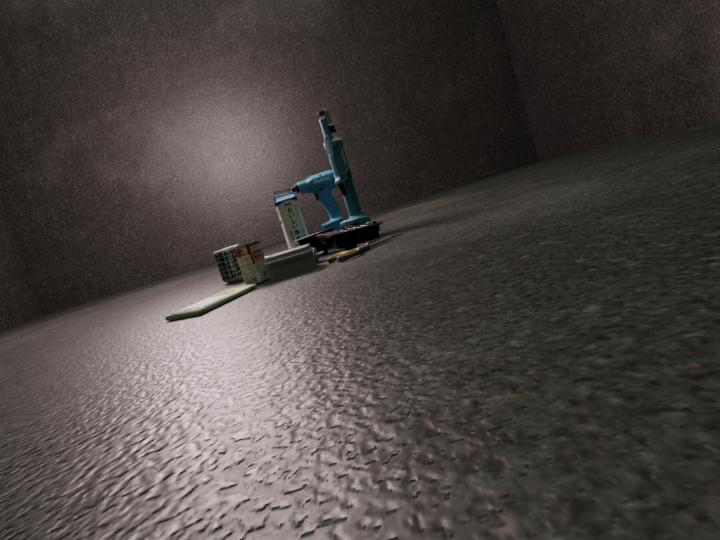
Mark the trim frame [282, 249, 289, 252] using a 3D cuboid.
[{"bbox_3d":[-0.199,-0.064,1.440,0.184,0.027,0.251,-17,9,0],"label":"trim frame"}]

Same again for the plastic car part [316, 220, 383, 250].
[{"bbox_3d":[-0.016,-0.094,1.150,0.197,0.066,0.069,-23,9,-34],"label":"plastic car part"}]

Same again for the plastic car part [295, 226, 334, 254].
[{"bbox_3d":[-0.123,-0.080,1.254,0.121,0.070,0.064,-13,8,31],"label":"plastic car part"}]

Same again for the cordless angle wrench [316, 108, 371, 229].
[{"bbox_3d":[-0.056,-0.294,1.308,0.077,0.420,0.095,-13,5,40],"label":"cordless angle wrench"}]

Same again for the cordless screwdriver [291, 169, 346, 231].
[{"bbox_3d":[-0.126,-0.200,1.420,0.159,0.247,0.075,-17,4,-1],"label":"cordless screwdriver"}]
